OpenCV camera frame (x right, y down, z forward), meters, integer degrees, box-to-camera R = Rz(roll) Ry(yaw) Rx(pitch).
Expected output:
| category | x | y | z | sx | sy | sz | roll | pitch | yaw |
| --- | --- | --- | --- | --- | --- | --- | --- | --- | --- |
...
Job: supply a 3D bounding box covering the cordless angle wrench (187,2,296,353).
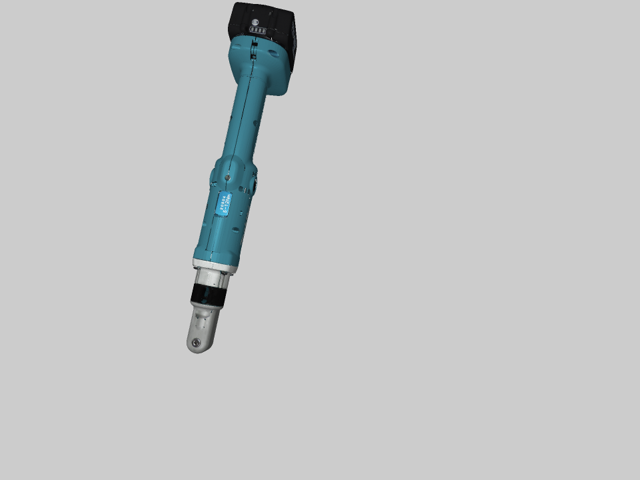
| category | x | y | z | sx | sy | sz | roll | pitch | yaw |
| --- | --- | --- | --- | --- | --- | --- | --- | --- | --- |
| cordless angle wrench | -0.106 | -0.073 | 0.523 | 0.074 | 0.422 | 0.098 | 11 | -6 | 1 |
